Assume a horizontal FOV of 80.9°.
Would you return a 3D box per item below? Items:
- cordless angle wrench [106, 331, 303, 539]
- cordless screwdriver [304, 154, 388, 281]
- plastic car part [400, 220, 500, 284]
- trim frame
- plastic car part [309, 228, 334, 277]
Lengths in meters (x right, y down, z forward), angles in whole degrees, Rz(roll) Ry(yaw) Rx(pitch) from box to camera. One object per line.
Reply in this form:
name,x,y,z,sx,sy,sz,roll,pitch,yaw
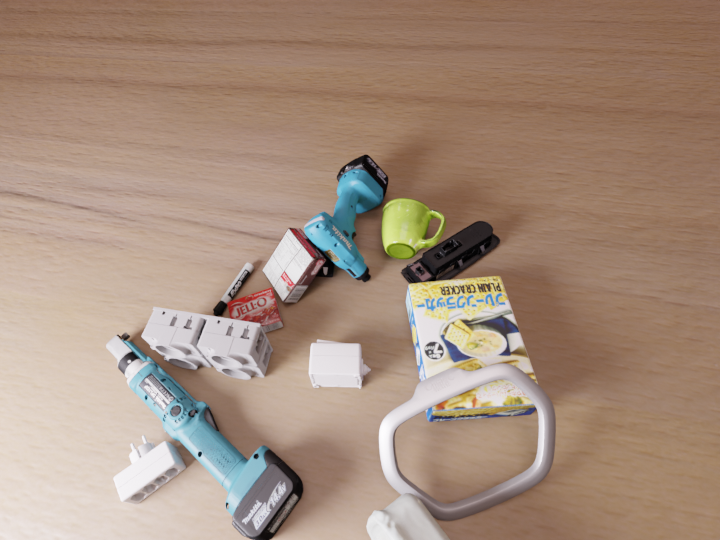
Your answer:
cordless angle wrench,-0.275,0.226,0.660,0.443,0.071,0.097,30,63,26
cordless screwdriver,-0.007,-0.106,0.839,0.077,0.153,0.251,-23,32,41
plastic car part,0.175,-0.037,0.798,0.200,0.064,0.070,-28,51,-16
trim frame,0.147,0.230,0.580,0.249,0.027,0.186,-26,85,3
plastic car part,-0.081,-0.053,0.830,0.067,0.068,0.119,3,59,6
